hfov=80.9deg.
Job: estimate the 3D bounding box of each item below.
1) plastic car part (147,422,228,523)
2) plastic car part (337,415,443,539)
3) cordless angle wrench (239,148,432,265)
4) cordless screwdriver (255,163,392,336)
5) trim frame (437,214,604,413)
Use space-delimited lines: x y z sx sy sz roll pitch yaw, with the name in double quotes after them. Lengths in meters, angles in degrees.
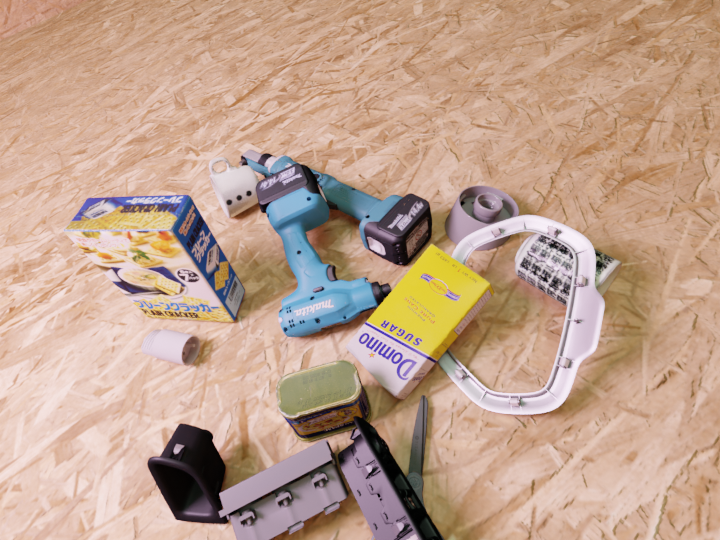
-0.186 0.220 0.478 0.067 0.113 0.072 -4 28 8 "plastic car part"
0.037 0.244 0.412 0.067 0.062 0.213 -40 54 12 "plastic car part"
-0.074 -0.145 0.751 0.446 0.071 0.097 30 66 33 "cordless angle wrench"
-0.061 -0.040 0.624 0.161 0.071 0.257 -20 67 9 "cordless screwdriver"
0.185 0.045 0.516 0.194 0.026 0.250 11 75 34 "trim frame"
